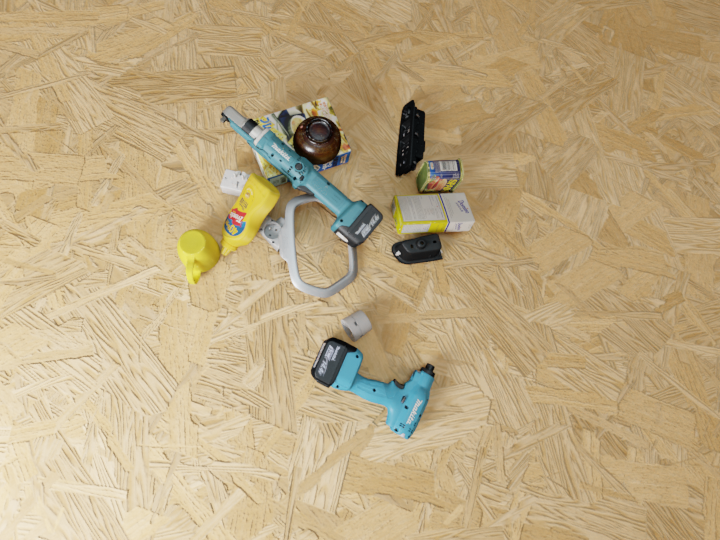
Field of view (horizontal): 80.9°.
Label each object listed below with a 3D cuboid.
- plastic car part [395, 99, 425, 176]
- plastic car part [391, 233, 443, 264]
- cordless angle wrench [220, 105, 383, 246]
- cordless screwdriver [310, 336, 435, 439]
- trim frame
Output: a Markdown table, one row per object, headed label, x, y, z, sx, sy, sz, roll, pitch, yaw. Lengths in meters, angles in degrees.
| label | x | y | z | sx | sy | sz | roll | pitch | yaw |
| --- | --- | --- | --- | --- | --- | --- | --- | --- | --- |
| plastic car part | 0.131 | -0.333 | 1.057 | 0.065 | 0.067 | 0.206 | 6 | 73 | -16 |
| plastic car part | 0.138 | -0.054 | 0.972 | 0.115 | 0.070 | 0.067 | -10 | 75 | -12 |
| cordless angle wrench | -0.139 | -0.220 | 0.938 | 0.422 | 0.075 | 0.098 | 41 | 79 | -1 |
| cordless screwdriver | 0.030 | 0.218 | 0.885 | 0.249 | 0.074 | 0.159 | 31 | 73 | 0 |
| trim frame | -0.094 | -0.061 | 0.956 | 0.178 | 0.028 | 0.253 | -1 | 75 | -24 |
